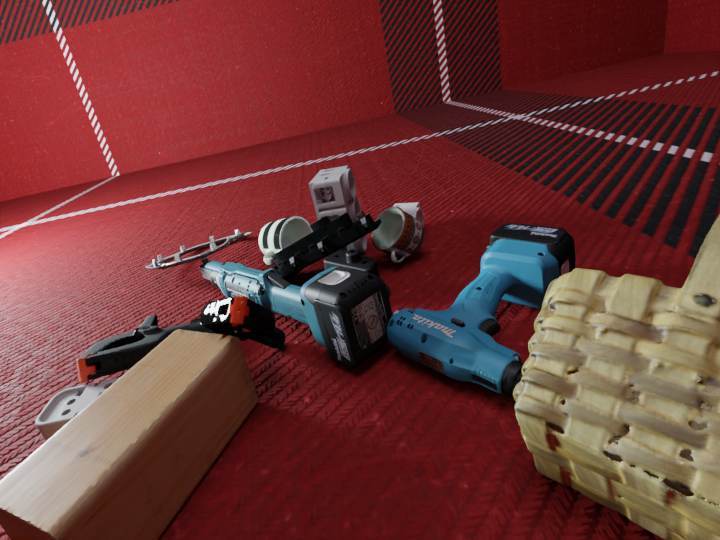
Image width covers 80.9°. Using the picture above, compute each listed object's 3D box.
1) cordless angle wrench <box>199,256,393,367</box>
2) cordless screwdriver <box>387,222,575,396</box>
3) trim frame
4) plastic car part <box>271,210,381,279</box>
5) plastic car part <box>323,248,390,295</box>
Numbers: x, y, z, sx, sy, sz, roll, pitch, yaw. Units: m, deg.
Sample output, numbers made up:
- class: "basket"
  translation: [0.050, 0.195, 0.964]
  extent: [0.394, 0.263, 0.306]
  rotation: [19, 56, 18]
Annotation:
- class: "cordless angle wrench"
  translation: [-0.138, 0.029, 0.625]
  extent: [0.072, 0.095, 0.446]
  rotation: [-30, 26, -35]
- class: "cordless screwdriver"
  translation: [0.166, 0.036, 0.474]
  extent: [0.244, 0.072, 0.168]
  rotation: [-34, 33, -30]
- class: "trim frame"
  translation: [-0.329, -0.047, 0.876]
  extent: [0.190, 0.027, 0.245]
  rotation: [-9, 13, 20]
- class: "plastic car part"
  translation: [-0.067, -0.044, 0.690]
  extent: [0.205, 0.066, 0.067]
  rotation: [-32, 12, 16]
- class: "plastic car part"
  translation: [-0.011, 0.002, 0.625]
  extent: [0.123, 0.069, 0.064]
  rotation: [10, 33, 45]
